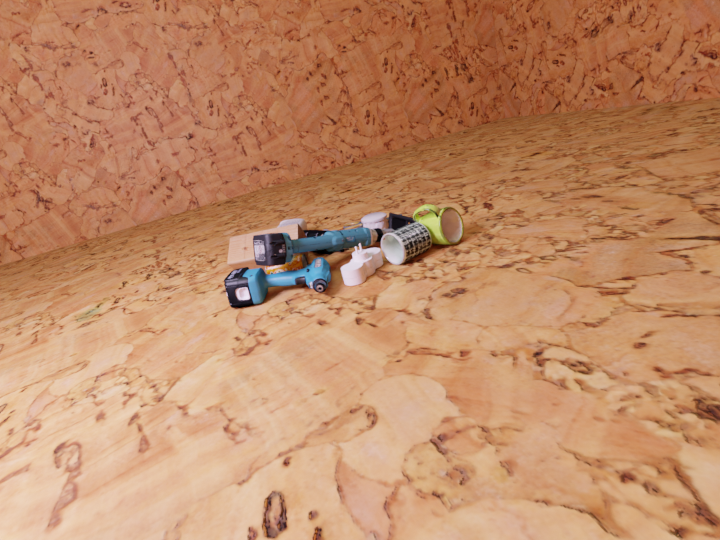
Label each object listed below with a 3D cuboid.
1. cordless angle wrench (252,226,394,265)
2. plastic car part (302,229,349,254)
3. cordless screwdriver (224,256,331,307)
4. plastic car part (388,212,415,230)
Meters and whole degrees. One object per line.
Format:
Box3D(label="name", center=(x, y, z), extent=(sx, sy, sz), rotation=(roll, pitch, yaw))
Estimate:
Box3D(label="cordless angle wrench", center=(-0.070, -0.077, 1.097), extent=(0.406, 0.074, 0.102), rotation=(-11, 8, -35))
Box3D(label="plastic car part", center=(-0.123, -0.081, 1.259), extent=(0.067, 0.063, 0.214), rotation=(-50, 34, -17))
Box3D(label="cordless screwdriver", center=(-0.192, 0.031, 0.991), extent=(0.250, 0.073, 0.162), rotation=(-11, 18, 2))
Box3D(label="plastic car part", center=(0.141, -0.128, 1.200), extent=(0.068, 0.065, 0.123), rotation=(-10, 17, -34))
